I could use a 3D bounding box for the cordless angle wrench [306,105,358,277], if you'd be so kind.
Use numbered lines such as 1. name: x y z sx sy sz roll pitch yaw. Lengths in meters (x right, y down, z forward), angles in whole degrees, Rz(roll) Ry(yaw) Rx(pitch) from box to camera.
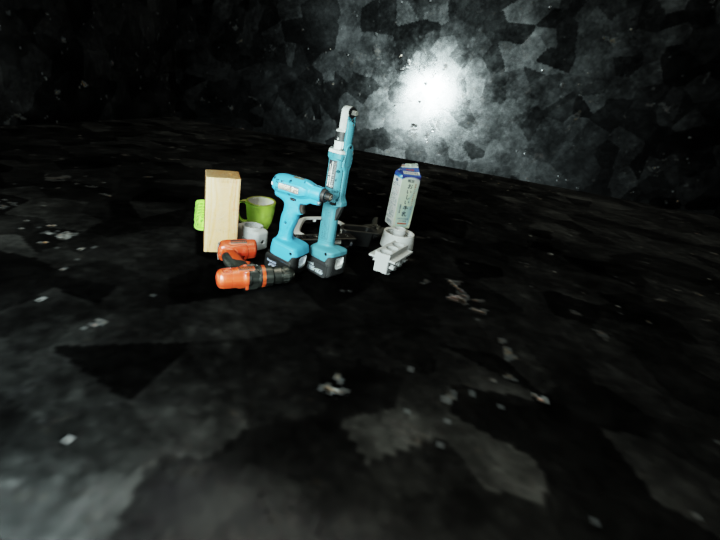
1. cordless angle wrench: -0.063 -0.189 1.049 0.103 0.416 0.071 27 27 36

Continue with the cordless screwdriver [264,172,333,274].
1. cordless screwdriver: -0.153 -0.104 1.040 0.167 0.245 0.072 21 24 25

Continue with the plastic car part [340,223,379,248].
1. plastic car part: -0.014 -0.101 1.298 0.113 0.070 0.069 1 24 -18

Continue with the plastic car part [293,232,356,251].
1. plastic car part: -0.119 -0.078 1.216 0.198 0.066 0.069 2 24 -15

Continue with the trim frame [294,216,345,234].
1. trim frame: -0.124 -0.130 1.383 0.184 0.027 0.253 8 23 -1
